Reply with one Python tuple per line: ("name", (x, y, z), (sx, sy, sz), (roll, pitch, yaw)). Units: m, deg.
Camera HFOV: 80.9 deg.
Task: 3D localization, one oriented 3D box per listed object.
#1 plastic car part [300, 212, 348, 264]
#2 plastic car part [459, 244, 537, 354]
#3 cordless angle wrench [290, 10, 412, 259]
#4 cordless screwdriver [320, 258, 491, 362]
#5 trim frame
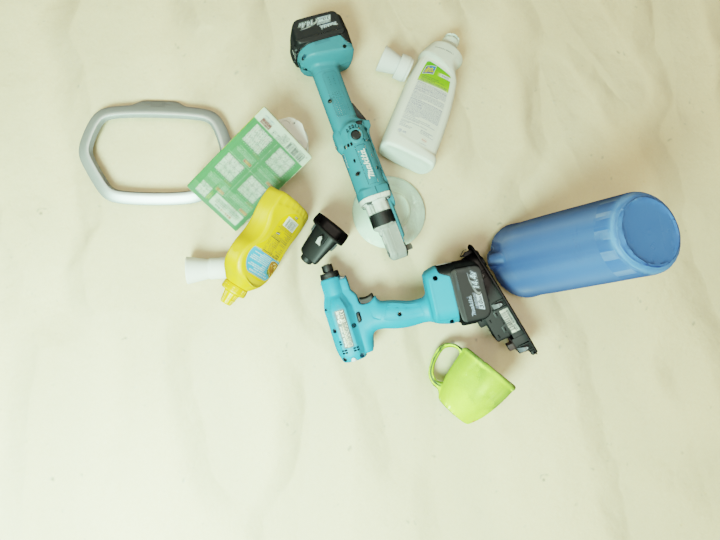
("plastic car part", (-0.066, -0.043, 0.675), (0.066, 0.117, 0.071), (37, 105, -5))
("plastic car part", (0.216, 0.051, 0.714), (0.068, 0.065, 0.204), (-26, 88, 15))
("cordless angle wrench", (-0.011, -0.218, 0.704), (0.097, 0.074, 0.427), (-19, 84, -9))
("cordless screwdriver", (0.062, 0.037, 0.672), (0.251, 0.073, 0.160), (-18, 86, 8))
("trim frame", (-0.338, -0.198, 0.704), (0.247, 0.027, 0.185), (-2, 85, -4))
